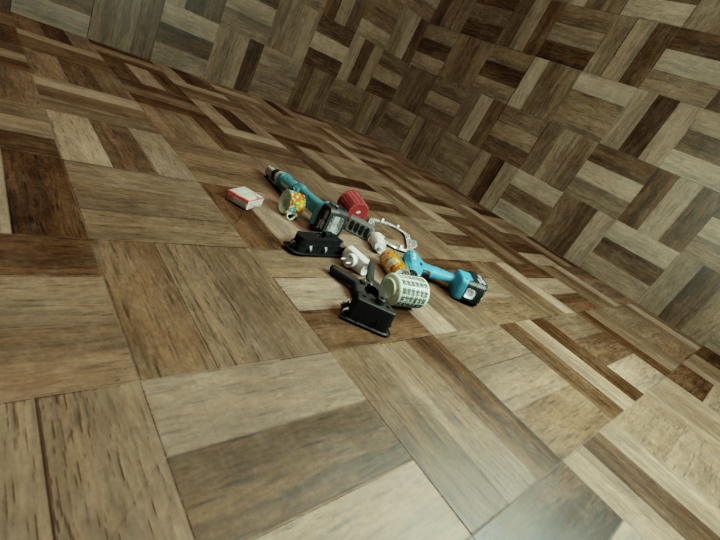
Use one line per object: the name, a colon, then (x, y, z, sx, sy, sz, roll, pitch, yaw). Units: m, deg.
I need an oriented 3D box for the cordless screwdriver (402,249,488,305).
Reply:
cordless screwdriver: (0.240, 0.027, 1.234, 0.249, 0.074, 0.160, 22, 23, 0)

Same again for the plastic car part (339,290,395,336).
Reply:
plastic car part: (0.023, 0.082, 0.889, 0.116, 0.070, 0.067, 22, 24, -3)

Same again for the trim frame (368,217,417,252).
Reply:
trim frame: (0.112, -0.128, 1.489, 0.183, 0.027, 0.251, 25, 21, -5)

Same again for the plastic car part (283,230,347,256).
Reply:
plastic car part: (-0.107, -0.070, 1.097, 0.193, 0.067, 0.070, -5, 45, -46)

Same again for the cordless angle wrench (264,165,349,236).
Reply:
cordless angle wrench: (-0.197, -0.244, 1.337, 0.070, 0.097, 0.448, 9, 25, -45)
